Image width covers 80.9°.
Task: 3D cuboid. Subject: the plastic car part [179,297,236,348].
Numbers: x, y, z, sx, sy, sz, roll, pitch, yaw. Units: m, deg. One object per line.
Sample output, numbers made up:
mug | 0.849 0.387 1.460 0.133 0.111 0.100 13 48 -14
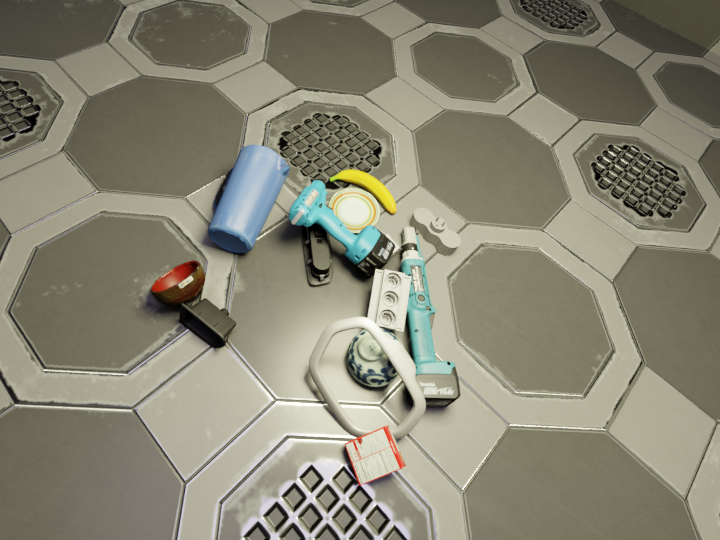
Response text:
plastic car part | -0.306 0.102 0.870 0.118 0.065 0.070 32 45 7

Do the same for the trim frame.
trim frame | 0.011 0.206 0.798 0.186 0.027 0.251 -35 84 11

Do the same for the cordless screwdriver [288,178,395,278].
cordless screwdriver | -0.037 -0.106 0.977 0.245 0.075 0.160 36 43 -8

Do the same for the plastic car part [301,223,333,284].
plastic car part | -0.097 -0.064 0.996 0.064 0.067 0.209 1 61 -18

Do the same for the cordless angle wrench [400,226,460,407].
cordless angle wrench | 0.129 0.075 0.936 0.097 0.073 0.436 2 56 -8
